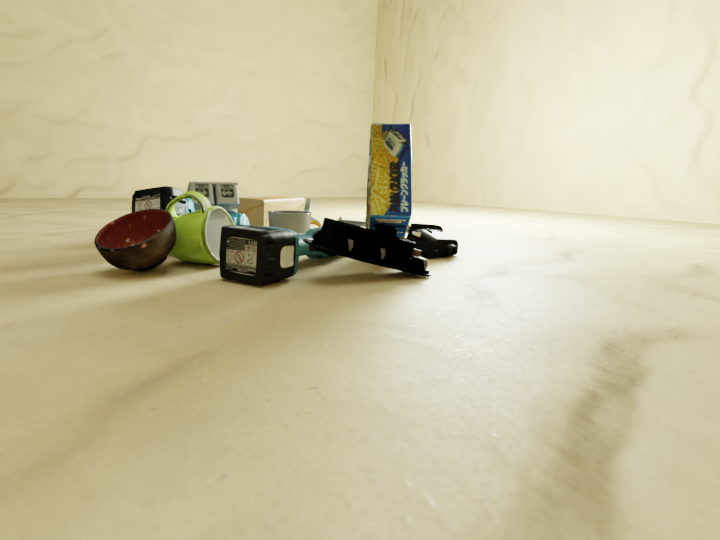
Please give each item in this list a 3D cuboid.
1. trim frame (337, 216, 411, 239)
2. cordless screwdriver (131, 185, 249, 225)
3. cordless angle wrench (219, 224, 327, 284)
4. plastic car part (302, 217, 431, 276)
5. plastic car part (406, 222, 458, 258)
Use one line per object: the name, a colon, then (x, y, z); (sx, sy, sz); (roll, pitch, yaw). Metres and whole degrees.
trim frame: (0.059, -0.091, 0.944); (0.250, 0.027, 0.182); (10, -2, 2)
cordless screwdriver: (-0.359, -0.101, 0.863); (0.164, 0.075, 0.239); (-4, -5, 21)
cordless angle wrench: (-0.073, -0.048, 0.746); (0.102, 0.074, 0.409); (8, 11, 25)
plastic car part: (0.016, -0.037, 0.621); (0.195, 0.066, 0.070); (8, 19, -26)
plastic car part: (0.150, -0.051, 0.825); (0.111, 0.065, 0.075); (-3, 26, -38)
